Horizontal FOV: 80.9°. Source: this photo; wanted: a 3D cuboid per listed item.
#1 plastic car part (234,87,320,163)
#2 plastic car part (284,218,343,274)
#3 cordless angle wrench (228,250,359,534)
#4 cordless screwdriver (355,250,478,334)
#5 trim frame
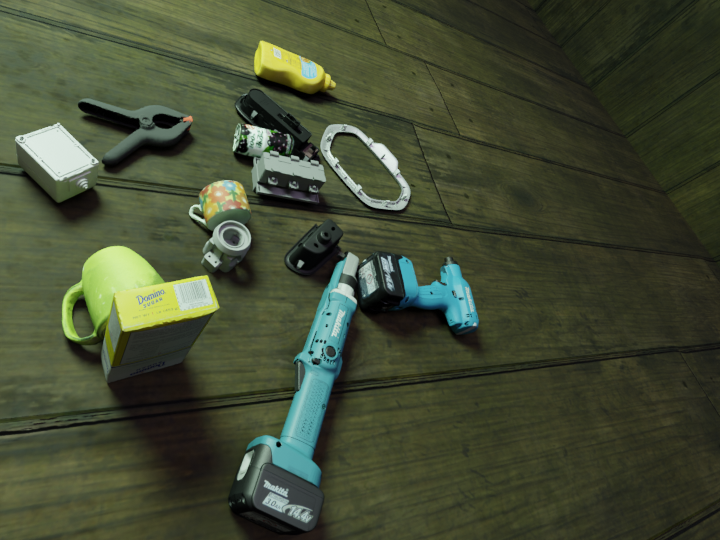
[{"bbox_3d":[-0.163,-0.289,0.841,0.203,0.067,0.066,38,54,-1],"label":"plastic car part"},{"bbox_3d":[-0.070,-0.046,0.720,0.066,0.071,0.115,43,44,-1],"label":"plastic car part"},{"bbox_3d":[-0.058,0.127,0.611,0.096,0.075,0.429,30,46,-14],"label":"cordless angle wrench"},{"bbox_3d":[0.109,0.021,0.786,0.238,0.075,0.164,16,52,-28],"label":"cordless screwdriver"},{"bbox_3d":[0.014,-0.233,0.934,0.253,0.028,0.180,49,46,8],"label":"trim frame"}]
